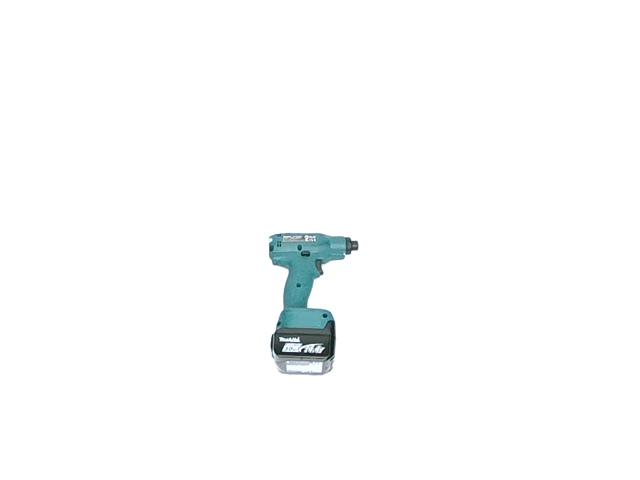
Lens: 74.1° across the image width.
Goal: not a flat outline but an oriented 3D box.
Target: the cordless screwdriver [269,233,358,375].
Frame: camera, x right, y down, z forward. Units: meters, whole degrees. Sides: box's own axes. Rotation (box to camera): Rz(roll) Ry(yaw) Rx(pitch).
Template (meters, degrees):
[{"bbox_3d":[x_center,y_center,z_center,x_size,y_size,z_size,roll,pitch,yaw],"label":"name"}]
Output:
[{"bbox_3d":[-0.007,0.091,0.701,0.159,0.248,0.074,-1,-37,-3],"label":"cordless screwdriver"}]
